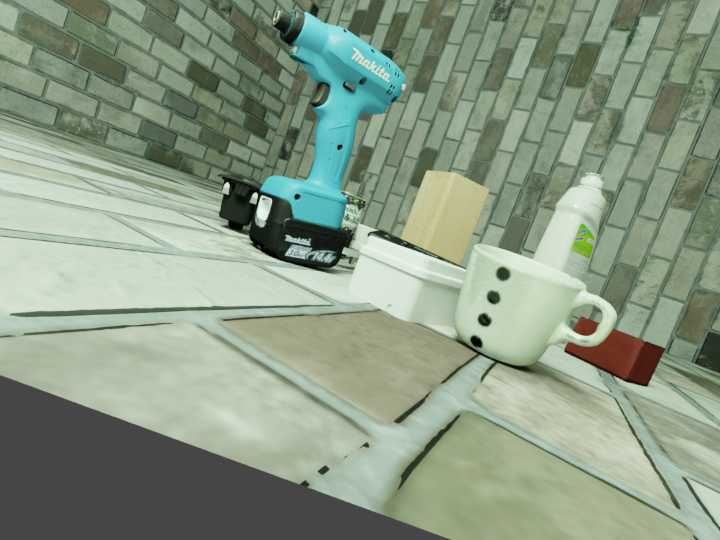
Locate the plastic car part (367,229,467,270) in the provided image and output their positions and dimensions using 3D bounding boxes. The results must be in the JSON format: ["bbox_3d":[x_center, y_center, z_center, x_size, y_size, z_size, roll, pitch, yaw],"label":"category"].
[{"bbox_3d":[0.100,0.007,0.565,0.210,0.067,0.064,22,5,17],"label":"plastic car part"}]

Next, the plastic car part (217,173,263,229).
[{"bbox_3d":[-0.159,-0.090,0.569,0.065,0.071,0.119,19,5,-11],"label":"plastic car part"}]

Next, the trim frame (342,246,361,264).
[{"bbox_3d":[-0.065,-0.043,0.668,0.192,0.027,0.238,22,6,23],"label":"trim frame"}]

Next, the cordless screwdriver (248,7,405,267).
[{"bbox_3d":[-0.056,-0.135,0.457,0.151,0.248,0.078,17,5,-35],"label":"cordless screwdriver"}]
